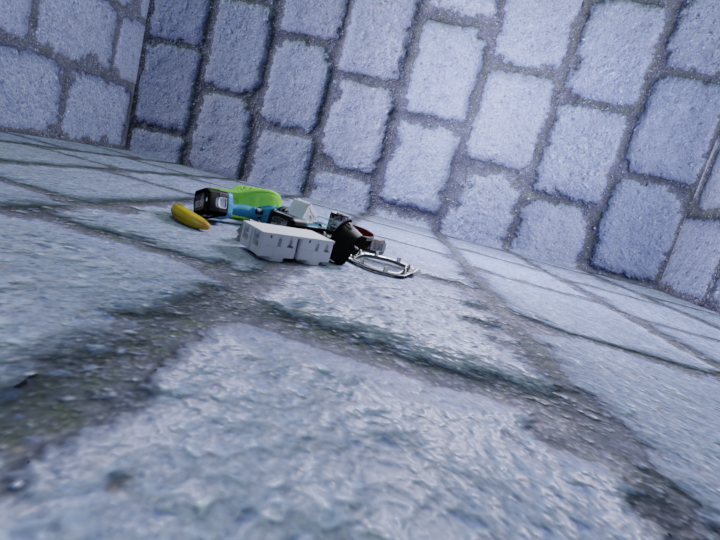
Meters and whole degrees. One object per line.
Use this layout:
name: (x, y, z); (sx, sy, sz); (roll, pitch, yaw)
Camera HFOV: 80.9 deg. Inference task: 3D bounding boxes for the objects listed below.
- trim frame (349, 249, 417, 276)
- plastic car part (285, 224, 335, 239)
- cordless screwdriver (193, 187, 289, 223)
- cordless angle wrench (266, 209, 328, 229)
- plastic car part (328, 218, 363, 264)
trim frame: (0.063, -0.022, 1.154); (0.190, 0.027, 0.243); (18, 10, 14)
plastic car part: (-0.109, -0.071, 1.115); (0.195, 0.066, 0.070); (11, 37, -24)
cordless screwdriver: (-0.336, -0.176, 1.203); (0.167, 0.075, 0.236); (0, -4, 43)
cordless angle wrench: (-0.128, -0.123, 1.304); (0.103, 0.074, 0.405); (21, 11, 26)
plastic car part: (-0.039, -0.059, 1.028); (0.073, 0.117, 0.064); (44, 19, 16)
